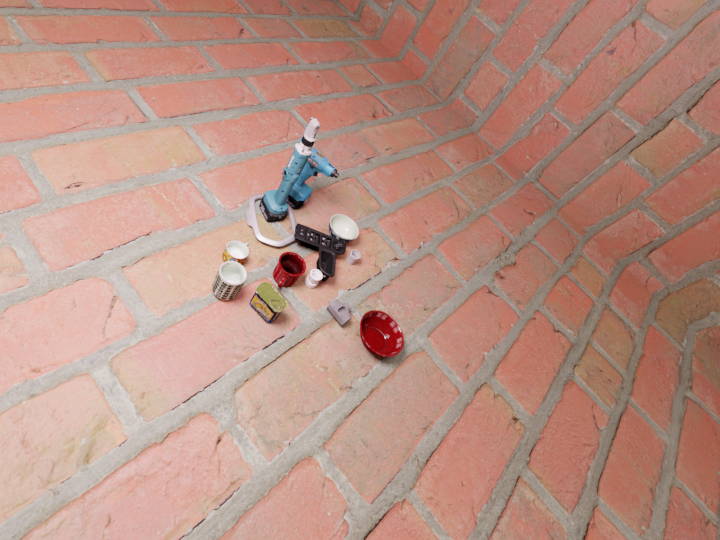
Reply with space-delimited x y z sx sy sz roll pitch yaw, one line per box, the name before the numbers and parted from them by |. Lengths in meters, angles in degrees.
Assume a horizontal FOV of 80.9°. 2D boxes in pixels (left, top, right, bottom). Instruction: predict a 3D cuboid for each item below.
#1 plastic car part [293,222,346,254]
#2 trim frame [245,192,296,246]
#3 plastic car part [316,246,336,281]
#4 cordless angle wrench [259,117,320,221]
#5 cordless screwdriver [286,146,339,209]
plastic car part | -0.146 -0.096 1.496 0.197 0.067 0.068 17 48 -17
trim frame | -0.315 -0.182 1.501 0.177 0.027 0.258 2 53 -29
plastic car part | -0.125 -0.012 1.436 0.064 0.071 0.120 18 48 -19
cordless angle wrench | -0.226 -0.322 1.387 0.071 0.425 0.101 -11 64 -39
cordless screwdriver | -0.186 -0.320 1.532 0.160 0.250 0.073 41 45 2
